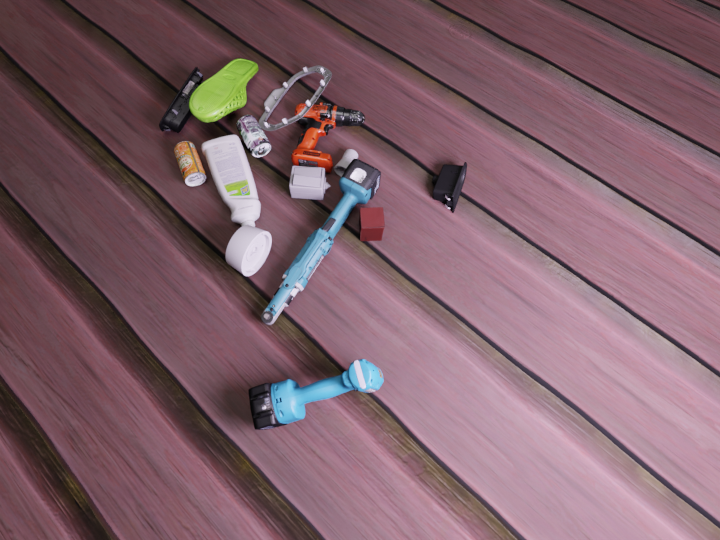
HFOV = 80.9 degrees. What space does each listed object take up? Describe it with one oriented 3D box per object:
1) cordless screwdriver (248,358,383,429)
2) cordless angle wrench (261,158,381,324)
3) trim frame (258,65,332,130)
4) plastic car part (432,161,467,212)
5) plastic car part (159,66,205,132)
[{"bbox_3d":[-0.077,0.233,0.807,0.252,0.152,0.077,-20,67,9],"label":"cordless screwdriver"},{"bbox_3d":[-0.093,-0.061,0.946,0.076,0.096,0.423,30,76,10],"label":"cordless angle wrench"},{"bbox_3d":[-0.175,-0.456,1.107,0.194,0.026,0.249,13,67,39],"label":"trim frame"},{"bbox_3d":[0.206,-0.207,1.008,0.073,0.063,0.117,12,65,20],"label":"plastic car part"},{"bbox_3d":[-0.469,-0.445,1.135,0.065,0.068,0.204,32,68,-16],"label":"plastic car part"}]
